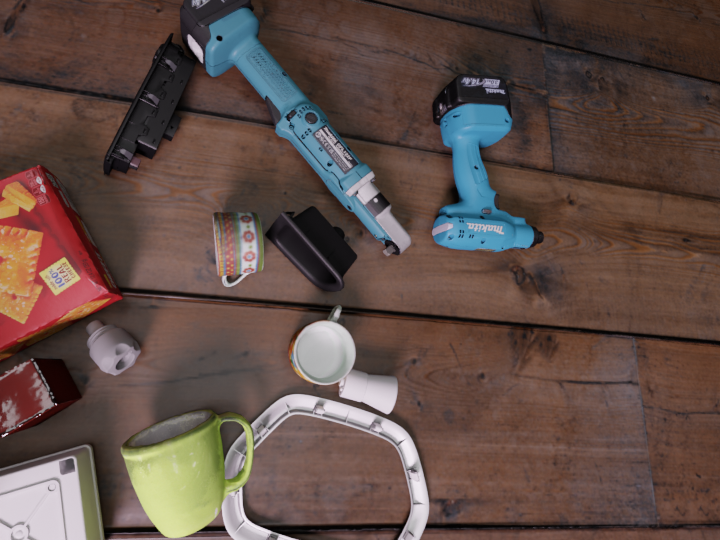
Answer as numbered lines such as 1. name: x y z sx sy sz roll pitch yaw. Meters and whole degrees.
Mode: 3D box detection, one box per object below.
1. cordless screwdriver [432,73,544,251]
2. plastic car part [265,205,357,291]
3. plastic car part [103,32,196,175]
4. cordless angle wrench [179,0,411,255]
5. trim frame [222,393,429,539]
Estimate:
1. cordless screwdriver: 0.184 -0.150 0.612 0.156 0.075 0.251 3 79 -13
2. plastic car part: -0.053 -0.034 0.539 0.116 0.067 0.070 44 56 -4
3. plastic car part: -0.258 -0.209 0.534 0.065 0.068 0.205 18 72 -21
4. cordless angle wrench: -0.074 -0.192 0.568 0.097 0.075 0.423 -40 89 -19
5. trim frame: -0.034 0.249 0.482 0.244 0.028 0.185 20 73 -9
